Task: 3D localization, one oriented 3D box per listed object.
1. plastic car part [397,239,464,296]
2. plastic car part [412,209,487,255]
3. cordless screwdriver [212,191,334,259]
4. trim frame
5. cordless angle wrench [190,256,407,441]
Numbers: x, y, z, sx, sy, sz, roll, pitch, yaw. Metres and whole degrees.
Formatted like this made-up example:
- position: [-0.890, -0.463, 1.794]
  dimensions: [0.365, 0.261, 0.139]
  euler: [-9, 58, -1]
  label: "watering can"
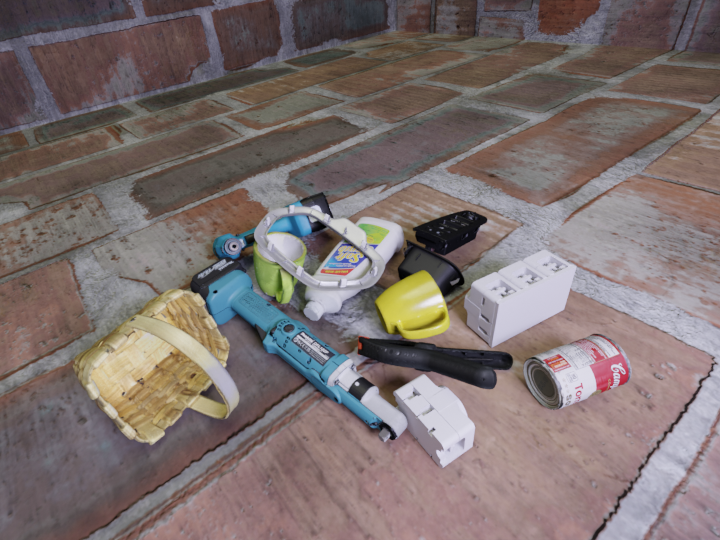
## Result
- position: [0.112, 0.008, 0.742]
  dimensions: [0.070, 0.063, 0.123]
  euler: [-43, 51, -19]
  label: "plastic car part"
- position: [0.178, -0.070, 0.800]
  dimensions: [0.070, 0.065, 0.197]
  euler: [19, 33, 37]
  label: "plastic car part"
- position: [-0.172, -0.083, 0.848]
  dimensions: [0.244, 0.073, 0.164]
  euler: [-25, 11, -20]
  label: "cordless screwdriver"
- position: [-0.072, -0.047, 0.735]
  dimensions: [0.261, 0.027, 0.178]
  euler: [36, 43, 30]
  label: "trim frame"
- position: [-0.108, 0.106, 0.642]
  dimensions: [0.447, 0.072, 0.096]
  euler: [28, 50, 35]
  label: "cordless angle wrench"
